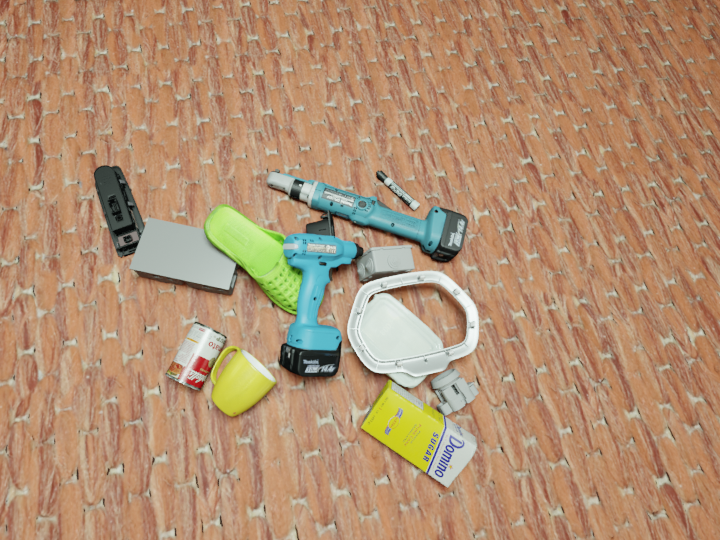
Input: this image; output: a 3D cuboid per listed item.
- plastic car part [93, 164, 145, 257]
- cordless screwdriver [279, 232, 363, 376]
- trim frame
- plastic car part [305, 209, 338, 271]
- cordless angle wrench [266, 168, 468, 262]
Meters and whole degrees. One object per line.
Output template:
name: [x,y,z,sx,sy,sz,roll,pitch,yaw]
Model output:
plastic car part: [-0.493,-0.131,0.851,0.066,0.065,0.209,-25,72,-8]
cordless screwdriver: [-0.066,0.060,0.769,0.152,0.077,0.249,4,87,-33]
trim frame: [0.098,0.094,0.768,0.245,0.027,0.189,-9,72,-10]
plastic car part: [-0.084,-0.055,0.860,0.072,0.064,0.119,-5,74,7]
cordless angle wrench: [0.003,-0.128,0.886,0.427,0.073,0.099,19,70,4]
